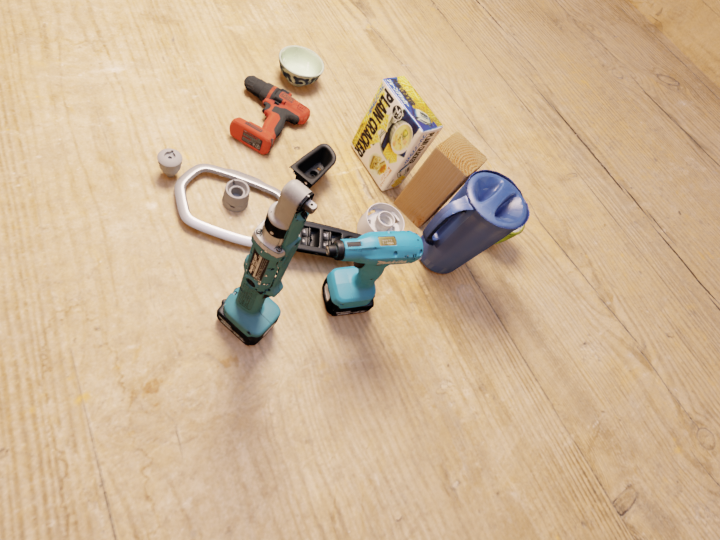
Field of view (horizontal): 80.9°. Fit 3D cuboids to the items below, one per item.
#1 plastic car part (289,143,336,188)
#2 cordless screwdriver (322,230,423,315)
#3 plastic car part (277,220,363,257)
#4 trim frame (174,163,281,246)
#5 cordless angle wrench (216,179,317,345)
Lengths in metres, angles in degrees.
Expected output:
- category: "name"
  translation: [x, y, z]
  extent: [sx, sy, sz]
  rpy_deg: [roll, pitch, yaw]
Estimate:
- category: "plastic car part"
  translation: [-0.106, -0.228, 0.962]
  extent: [0.067, 0.071, 0.115]
  rpy_deg: [40, 57, 3]
- category: "cordless screwdriver"
  translation: [-0.014, 0.007, 0.753]
  extent: [0.154, 0.249, 0.077]
  rpy_deg: [-2, 66, -23]
- category: "plastic car part"
  translation: [-0.085, -0.056, 0.873]
  extent: [0.198, 0.067, 0.068]
  rpy_deg: [8, 61, -14]
- category: "trim frame"
  translation: [-0.265, -0.140, 0.887]
  extent: [0.245, 0.027, 0.187]
  rpy_deg: [17, 58, -8]
- category: "cordless angle wrench"
  translation: [-0.139, 0.003, 0.611]
  extent: [0.099, 0.423, 0.073]
  rpy_deg: [42, 57, 2]
